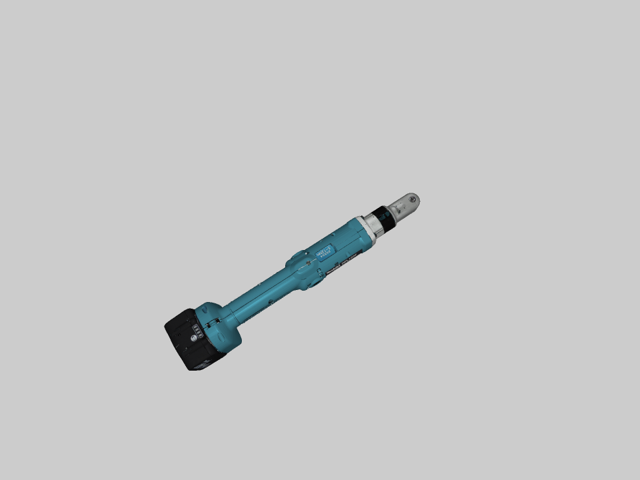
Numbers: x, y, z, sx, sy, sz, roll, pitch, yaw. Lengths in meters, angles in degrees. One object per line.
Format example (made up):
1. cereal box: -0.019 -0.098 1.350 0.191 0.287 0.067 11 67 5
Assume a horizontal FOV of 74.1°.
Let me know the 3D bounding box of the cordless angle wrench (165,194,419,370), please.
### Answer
1. cordless angle wrench: -0.022 0.045 0.640 0.422 0.074 0.098 -32 -13 -9
